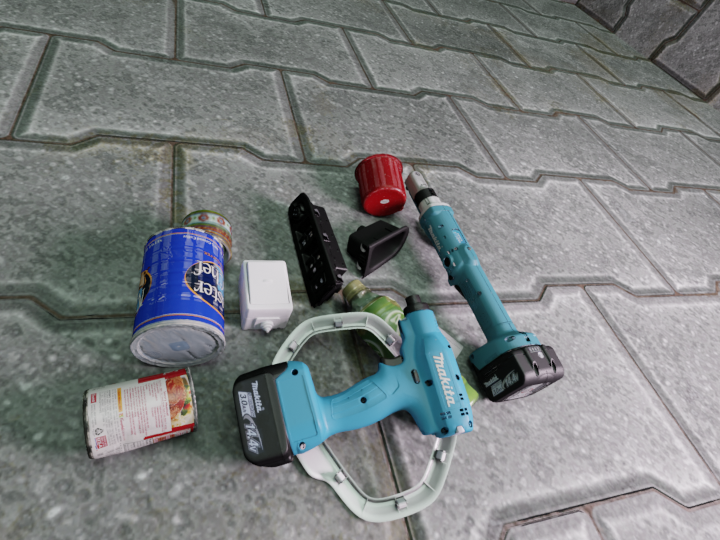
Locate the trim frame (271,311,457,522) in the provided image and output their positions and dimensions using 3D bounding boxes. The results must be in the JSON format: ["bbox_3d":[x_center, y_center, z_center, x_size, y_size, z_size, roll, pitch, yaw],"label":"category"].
[{"bbox_3d":[0.000,0.160,0.504,0.182,0.027,0.258,-35,68,-11],"label":"trim frame"}]

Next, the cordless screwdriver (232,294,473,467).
[{"bbox_3d":[-0.014,0.120,0.476,0.247,0.072,0.164,-10,64,-5],"label":"cordless screwdriver"}]

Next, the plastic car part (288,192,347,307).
[{"bbox_3d":[-0.065,-0.043,0.668,0.064,0.066,0.212,1,49,-34],"label":"plastic car part"}]

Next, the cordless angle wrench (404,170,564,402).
[{"bbox_3d":[0.161,-0.012,0.686,0.072,0.097,0.441,-2,53,-26],"label":"cordless angle wrench"}]

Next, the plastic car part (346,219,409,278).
[{"bbox_3d":[0.020,-0.049,0.711,0.074,0.064,0.114,31,42,25],"label":"plastic car part"}]
